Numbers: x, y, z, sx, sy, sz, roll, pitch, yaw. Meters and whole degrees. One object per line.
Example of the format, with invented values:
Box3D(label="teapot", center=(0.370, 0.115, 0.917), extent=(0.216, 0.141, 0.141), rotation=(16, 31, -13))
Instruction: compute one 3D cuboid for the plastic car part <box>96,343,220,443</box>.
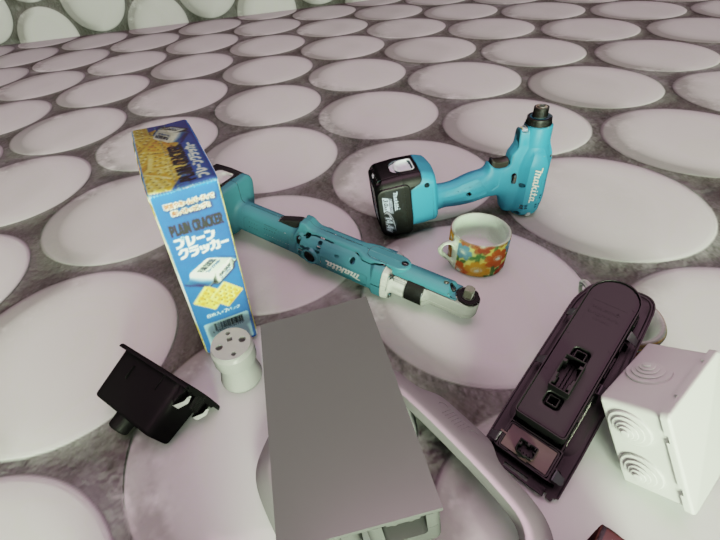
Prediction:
Box3D(label="plastic car part", center=(-0.211, 0.128, 0.418), extent=(0.122, 0.063, 0.071), rotation=(15, 59, 26))

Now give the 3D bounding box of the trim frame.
Box3D(label="trim frame", center=(0.022, 0.173, 0.341), extent=(0.181, 0.026, 0.263), rotation=(-35, 43, -20))

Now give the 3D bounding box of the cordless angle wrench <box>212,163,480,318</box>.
Box3D(label="cordless angle wrench", center=(-0.055, -0.036, 0.561), extent=(0.442, 0.095, 0.073), rotation=(24, 48, 24))

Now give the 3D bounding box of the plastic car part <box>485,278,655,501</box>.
Box3D(label="plastic car part", center=(0.182, 0.083, 0.363), extent=(0.070, 0.063, 0.202), rotation=(26, 69, 41))

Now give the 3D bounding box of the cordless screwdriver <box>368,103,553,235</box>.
Box3D(label="cordless screwdriver", center=(0.139, -0.137, 0.590), extent=(0.249, 0.153, 0.077), rotation=(-8, 41, 0))
